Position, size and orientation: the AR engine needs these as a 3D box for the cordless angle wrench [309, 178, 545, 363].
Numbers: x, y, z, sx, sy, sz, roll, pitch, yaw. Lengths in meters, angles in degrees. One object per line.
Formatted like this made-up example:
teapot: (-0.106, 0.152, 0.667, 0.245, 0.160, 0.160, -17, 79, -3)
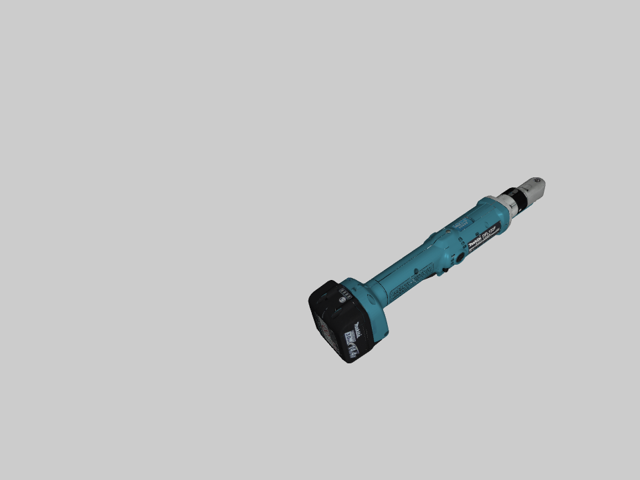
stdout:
cordless angle wrench: (0.179, 0.014, 0.609, 0.422, 0.098, 0.074, -32, 45, -18)
